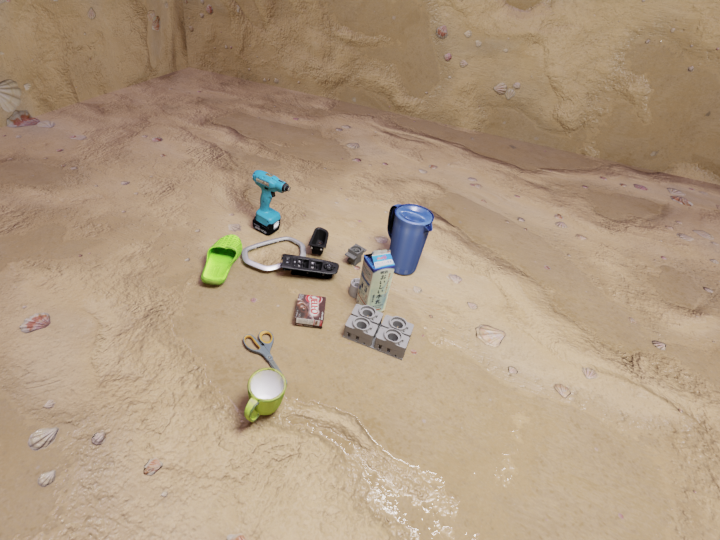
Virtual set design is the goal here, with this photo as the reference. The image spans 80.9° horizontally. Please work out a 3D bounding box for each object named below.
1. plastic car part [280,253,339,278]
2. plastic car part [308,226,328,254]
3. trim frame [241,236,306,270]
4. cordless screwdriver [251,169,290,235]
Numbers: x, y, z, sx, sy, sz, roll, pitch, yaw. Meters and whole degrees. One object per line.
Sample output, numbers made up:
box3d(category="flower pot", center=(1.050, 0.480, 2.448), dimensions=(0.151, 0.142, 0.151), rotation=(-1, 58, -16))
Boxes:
box3d(category="plastic car part", center=(-0.176, -0.005, 1.467), dimensions=(0.202, 0.065, 0.068), rotation=(5, 38, -2))
box3d(category="plastic car part", center=(-0.155, -0.102, 1.587), dimensions=(0.066, 0.069, 0.118), rotation=(10, 38, 2))
box3d(category="trim frame", center=(-0.315, -0.065, 1.555), dimensions=(0.241, 0.027, 0.195), rotation=(-22, 46, -30))
box3d(category="cordless screwdriver", center=(-0.338, -0.250, 1.610), dimensions=(0.166, 0.243, 0.073), rotation=(27, 41, 21))
